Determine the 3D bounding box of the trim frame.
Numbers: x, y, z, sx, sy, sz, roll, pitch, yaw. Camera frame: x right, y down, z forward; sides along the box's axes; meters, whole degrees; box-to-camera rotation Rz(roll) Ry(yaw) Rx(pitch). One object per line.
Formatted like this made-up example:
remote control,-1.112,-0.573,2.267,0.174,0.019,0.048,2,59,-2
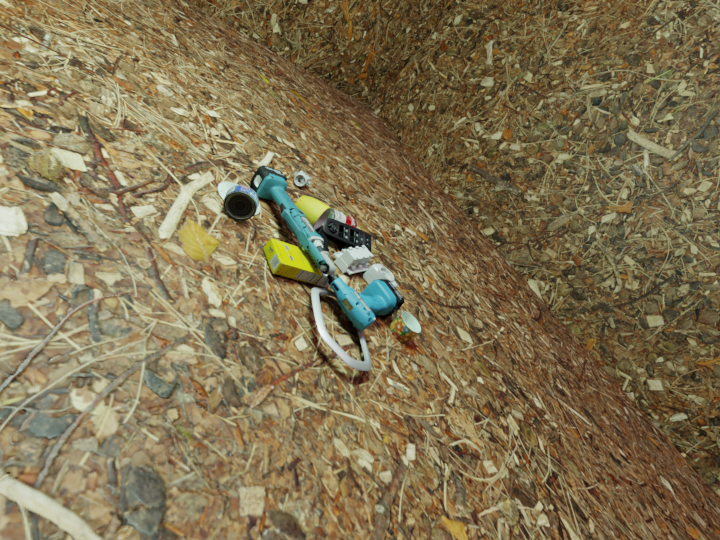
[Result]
trim frame,-0.045,0.131,0.986,0.175,0.028,0.259,33,20,-31

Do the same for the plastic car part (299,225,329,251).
plastic car part,-0.118,-0.077,1.212,0.070,0.067,0.116,55,20,-10

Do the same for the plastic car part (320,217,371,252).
plastic car part,-0.052,-0.110,1.329,0.192,0.070,0.067,22,69,-41

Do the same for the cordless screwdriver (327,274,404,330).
cordless screwdriver,0.013,0.065,1.113,0.164,0.075,0.239,51,22,16

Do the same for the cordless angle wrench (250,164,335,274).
cordless angle wrench,-0.177,-0.137,1.142,0.093,0.074,0.446,11,32,-46
